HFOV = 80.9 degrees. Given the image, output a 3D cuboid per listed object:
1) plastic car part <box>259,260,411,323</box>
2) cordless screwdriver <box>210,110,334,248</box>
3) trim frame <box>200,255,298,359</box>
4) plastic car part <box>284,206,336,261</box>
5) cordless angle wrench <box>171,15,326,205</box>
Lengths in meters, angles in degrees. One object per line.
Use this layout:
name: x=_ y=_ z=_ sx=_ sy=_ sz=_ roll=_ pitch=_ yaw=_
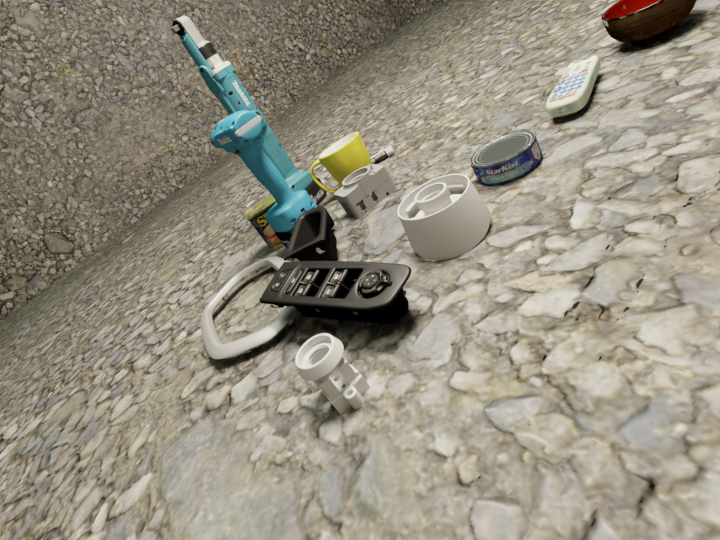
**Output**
plastic car part: x=-0.028 y=0.029 z=0.482 sx=0.212 sy=0.064 sz=0.066 roll=-4 pitch=38 yaw=45
cordless screwdriver: x=-0.160 y=-0.148 z=0.719 sx=0.074 sy=0.239 sz=0.167 roll=-44 pitch=26 yaw=-22
trim frame: x=-0.162 y=0.047 z=0.643 sx=0.183 sy=0.026 sz=0.260 roll=-40 pitch=28 yaw=-10
plastic car part: x=-0.061 y=-0.040 z=0.624 sx=0.067 sy=0.068 sz=0.119 roll=-25 pitch=28 yaw=18
cordless angle wrench: x=-0.216 y=-0.291 z=0.827 sx=0.078 sy=0.407 sz=0.097 roll=-8 pitch=34 yaw=45
